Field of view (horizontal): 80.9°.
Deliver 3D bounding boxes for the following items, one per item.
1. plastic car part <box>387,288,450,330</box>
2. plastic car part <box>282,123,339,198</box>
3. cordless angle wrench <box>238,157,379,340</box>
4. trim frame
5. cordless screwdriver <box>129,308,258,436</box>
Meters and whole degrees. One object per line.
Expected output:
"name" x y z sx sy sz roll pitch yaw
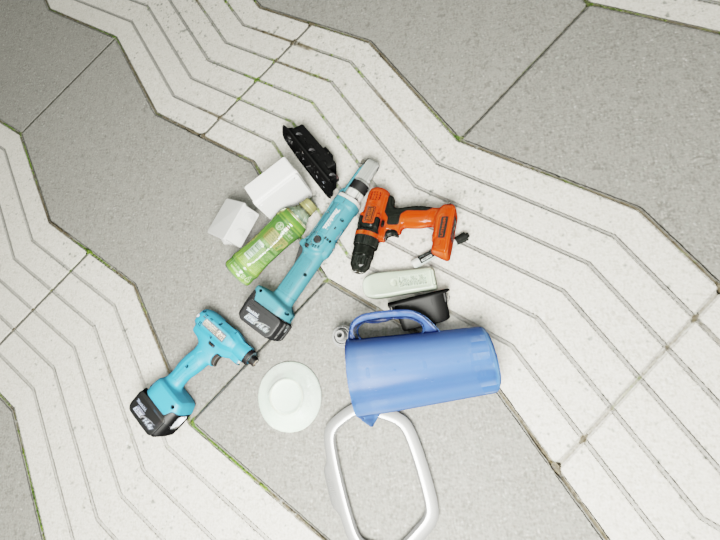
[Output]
"plastic car part" 0.114 0.079 0.776 0.118 0.065 0.071 -12 88 8
"plastic car part" -0.106 -0.256 0.928 0.067 0.064 0.211 -38 68 -9
"cordless angle wrench" -0.084 -0.055 0.861 0.102 0.071 0.422 32 82 19
"trim frame" 0.027 0.357 0.731 0.186 0.026 0.255 -20 72 8
"cordless screwdriver" -0.327 0.218 0.845 0.165 0.071 0.248 33 81 20
